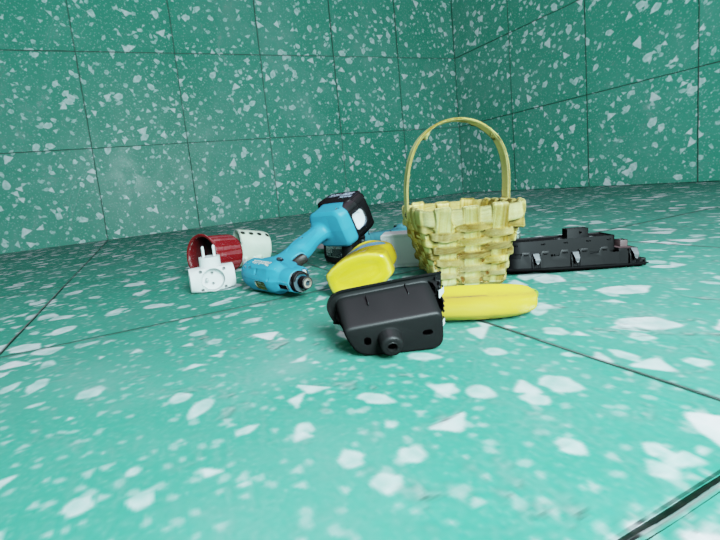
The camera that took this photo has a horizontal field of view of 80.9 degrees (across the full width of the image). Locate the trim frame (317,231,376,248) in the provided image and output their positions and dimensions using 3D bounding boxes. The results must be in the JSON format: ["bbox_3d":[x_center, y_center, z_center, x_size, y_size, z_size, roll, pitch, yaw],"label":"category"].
[{"bbox_3d":[-0.010,-0.075,1.096,0.191,0.027,0.243,0,15,24],"label":"trim frame"}]

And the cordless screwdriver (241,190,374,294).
[{"bbox_3d":[-0.070,-0.046,0.712,0.167,0.072,0.245,6,40,47],"label":"cordless screwdriver"}]

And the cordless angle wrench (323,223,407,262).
[{"bbox_3d":[0.105,-0.085,0.981,0.406,0.073,0.103,-12,12,-37],"label":"cordless angle wrench"}]

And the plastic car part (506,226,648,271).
[{"bbox_3d":[0.301,-0.028,0.627,0.205,0.066,0.067,-8,16,5],"label":"plastic car part"}]

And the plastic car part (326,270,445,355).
[{"bbox_3d":[0.030,0.051,0.401,0.116,0.064,0.073,-10,24,-4],"label":"plastic car part"}]
